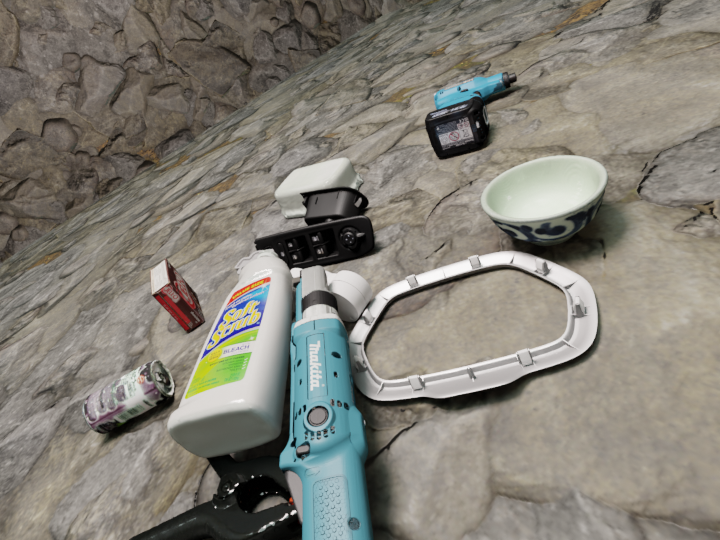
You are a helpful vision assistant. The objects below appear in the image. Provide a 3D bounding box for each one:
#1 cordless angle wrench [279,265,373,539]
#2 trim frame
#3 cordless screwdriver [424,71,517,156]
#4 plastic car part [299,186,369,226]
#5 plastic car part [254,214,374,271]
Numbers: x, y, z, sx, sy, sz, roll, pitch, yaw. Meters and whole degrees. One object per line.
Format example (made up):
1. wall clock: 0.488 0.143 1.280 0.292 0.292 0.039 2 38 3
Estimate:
1. cordless angle wrench: -0.028 0.131 0.332 0.099 0.071 0.438 -15 37 3
2. trim frame: 0.097 0.050 0.428 0.254 0.026 0.189 -17 35 16
3. cordless screwdriver: 0.210 -0.307 0.791 0.165 0.071 0.250 -11 33 26
4. plastic car part: -0.051 -0.098 0.727 0.122 0.062 0.072 -1 56 33
5. plastic car part: -0.064 -0.042 0.659 0.211 0.065 0.065 -10 10 31
